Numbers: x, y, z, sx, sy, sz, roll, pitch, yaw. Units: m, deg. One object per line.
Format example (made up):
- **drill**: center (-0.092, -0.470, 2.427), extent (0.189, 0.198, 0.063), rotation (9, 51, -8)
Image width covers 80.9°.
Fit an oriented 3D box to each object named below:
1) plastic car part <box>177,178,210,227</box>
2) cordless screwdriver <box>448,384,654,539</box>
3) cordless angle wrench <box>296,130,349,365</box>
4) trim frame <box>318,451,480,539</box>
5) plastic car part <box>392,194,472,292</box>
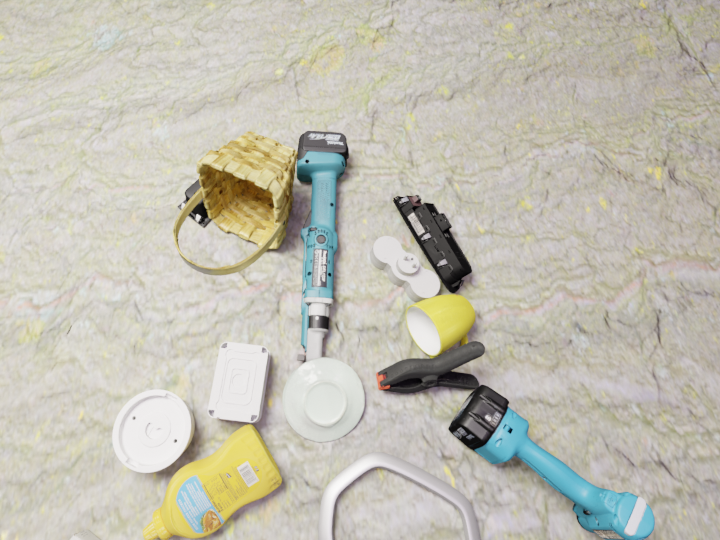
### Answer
- **plastic car part**: center (-0.278, -0.149, 0.776), extent (0.067, 0.070, 0.116), rotation (37, 73, 6)
- **cordless screwdriver**: center (0.256, 0.285, 0.618), extent (0.260, 0.153, 0.074), rotation (33, 65, 24)
- **cordless angle wrench**: center (-0.073, -0.048, 0.751), extent (0.097, 0.073, 0.431), rotation (2, 70, -5)
- **trim frame**: center (0.058, 0.381, 0.610), extent (0.251, 0.027, 0.185), rotation (25, 68, 4)
- **plastic car part**: center (0.138, -0.058, 0.764), extent (0.068, 0.063, 0.208), rotation (-32, 73, 27)
